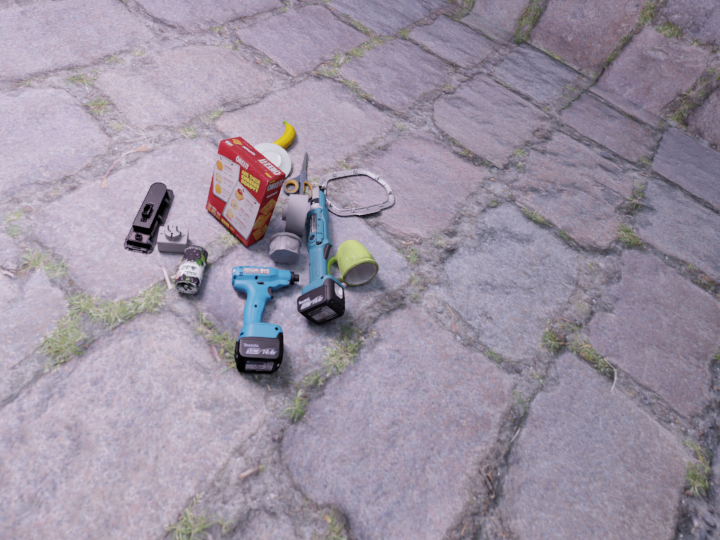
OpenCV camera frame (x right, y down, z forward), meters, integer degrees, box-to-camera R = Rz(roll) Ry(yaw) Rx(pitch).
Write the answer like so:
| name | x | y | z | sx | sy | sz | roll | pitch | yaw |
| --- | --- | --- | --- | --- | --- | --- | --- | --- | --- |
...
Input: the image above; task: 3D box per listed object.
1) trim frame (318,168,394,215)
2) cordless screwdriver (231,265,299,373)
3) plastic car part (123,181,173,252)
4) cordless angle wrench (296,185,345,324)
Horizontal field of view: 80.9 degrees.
| name | x | y | z | sx | sy | sz | roll | pitch | yaw |
| --- | --- | --- | --- | --- | --- | --- | --- | --- | --- |
| trim frame | -0.012 | -0.236 | 1.263 | 0.241 | 0.027 | 0.192 | -14 | 60 | -26 |
| cordless screwdriver | -0.203 | 0.096 | 0.933 | 0.155 | 0.073 | 0.259 | 1 | 50 | -17 |
| plastic car part | -0.515 | -0.143 | 1.032 | 0.066 | 0.065 | 0.208 | 7 | 50 | -5 |
| cordless angle wrench | -0.105 | -0.069 | 1.074 | 0.070 | 0.100 | 0.438 | 42 | 31 | -41 |
